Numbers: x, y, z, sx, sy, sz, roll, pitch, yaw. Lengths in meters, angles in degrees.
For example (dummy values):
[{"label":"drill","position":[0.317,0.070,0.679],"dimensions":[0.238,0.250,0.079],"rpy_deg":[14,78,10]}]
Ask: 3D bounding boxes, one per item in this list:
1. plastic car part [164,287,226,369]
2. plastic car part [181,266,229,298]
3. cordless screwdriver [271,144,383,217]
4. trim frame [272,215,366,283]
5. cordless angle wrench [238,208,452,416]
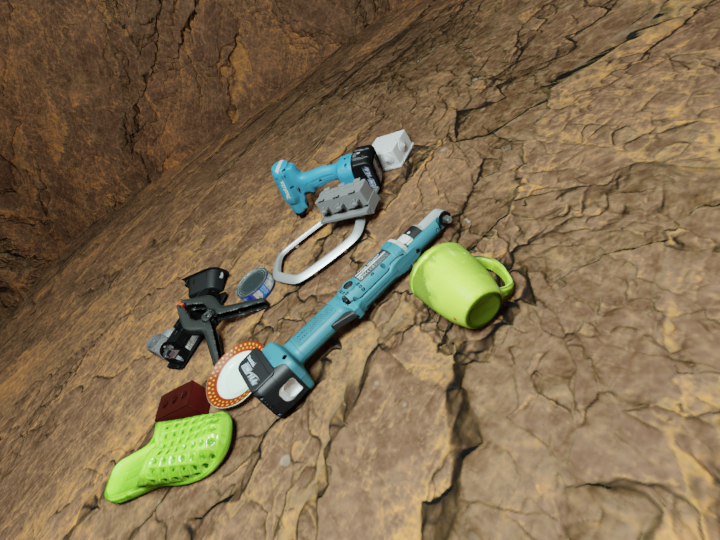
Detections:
[{"label":"plastic car part","position":[-0.378,0.119,0.954],"dimensions":[0.069,0.064,0.204],"rpy_deg":[-16,36,43]},{"label":"plastic car part","position":[-0.387,0.042,1.058],"dimensions":[0.119,0.062,0.073],"rpy_deg":[-20,52,22]},{"label":"cordless screwdriver","position":[-0.072,-0.199,0.990],"dimensions":[0.256,0.151,0.076],"rpy_deg":[-5,45,20]},{"label":"trim frame","position":[-0.089,-0.058,0.913],"dimensions":[0.249,0.026,0.193],"rpy_deg":[-39,34,3]},{"label":"cordless angle wrench","position":[-0.007,0.043,0.679],"dimensions":[0.421,0.071,0.103],"rpy_deg":[-44,33,-11]}]
